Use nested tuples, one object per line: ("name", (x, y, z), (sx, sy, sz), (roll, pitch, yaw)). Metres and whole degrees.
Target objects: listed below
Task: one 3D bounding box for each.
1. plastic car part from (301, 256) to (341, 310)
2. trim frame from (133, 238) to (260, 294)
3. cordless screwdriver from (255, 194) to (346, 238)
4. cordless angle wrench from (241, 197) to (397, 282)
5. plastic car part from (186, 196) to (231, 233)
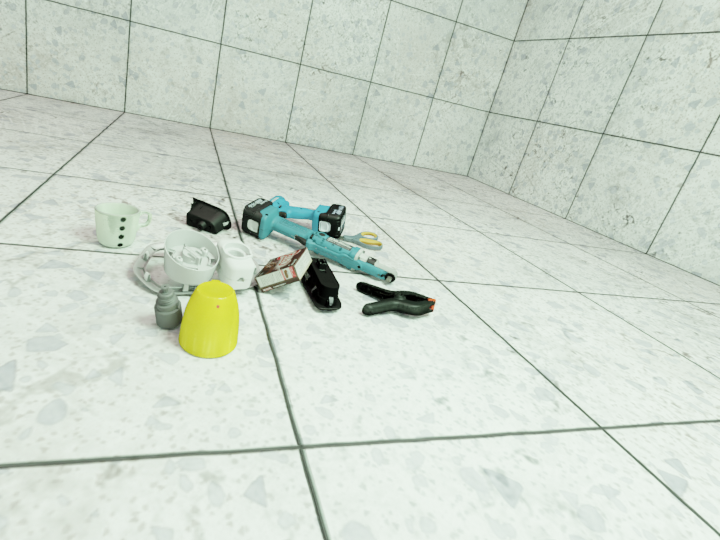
("plastic car part", (-0.082, 0.018, 0.892), (0.064, 0.066, 0.212), (13, 23, -24))
("trim frame", (-0.315, -0.010, 0.834), (0.237, 0.027, 0.194), (-2, 37, -37))
("cordless screwdriver", (-0.174, -0.153, 1.223), (0.256, 0.072, 0.159), (13, 31, 14))
("cordless angle wrench", (-0.105, -0.068, 1.070), (0.436, 0.073, 0.097), (24, 34, 16))
("plastic car part", (-0.394, -0.128, 1.073), (0.119, 0.065, 0.070), (22, 37, 12))
